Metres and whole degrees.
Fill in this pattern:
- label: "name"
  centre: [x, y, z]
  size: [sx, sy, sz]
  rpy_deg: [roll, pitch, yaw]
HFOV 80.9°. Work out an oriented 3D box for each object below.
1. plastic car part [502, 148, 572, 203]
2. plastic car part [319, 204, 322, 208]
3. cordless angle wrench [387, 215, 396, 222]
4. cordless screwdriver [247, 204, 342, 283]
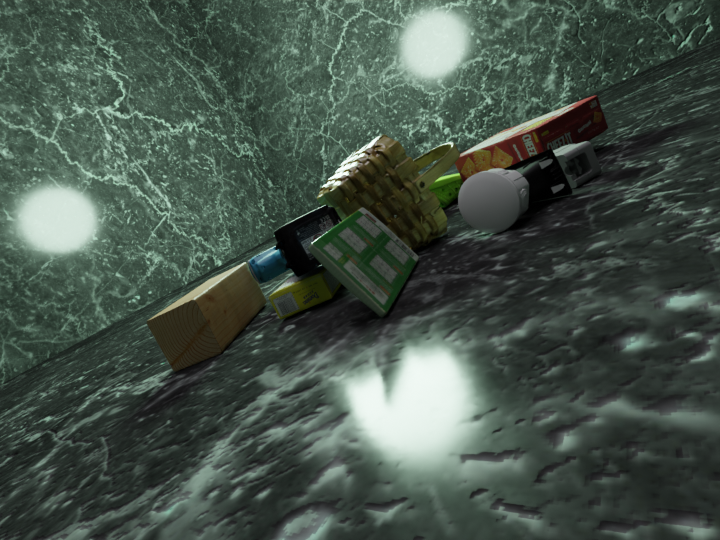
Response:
- label: "plastic car part"
  centre: [0.213, -0.112, 0.589]
  size: [0.069, 0.065, 0.120]
  rpy_deg: [-30, 9, -26]
- label: "plastic car part"
  centre: [-0.088, -0.058, 0.900]
  size: [0.067, 0.066, 0.203]
  rpy_deg: [-61, 4, -26]
- label: "cordless angle wrench"
  centre: [-0.029, -0.082, 0.970]
  size: [0.096, 0.073, 0.435]
  rpy_deg: [-33, 11, -21]
- label: "cordless screwdriver"
  centre: [-0.089, -0.043, 0.699]
  size: [0.156, 0.074, 0.255]
  rpy_deg: [-30, 6, -24]
